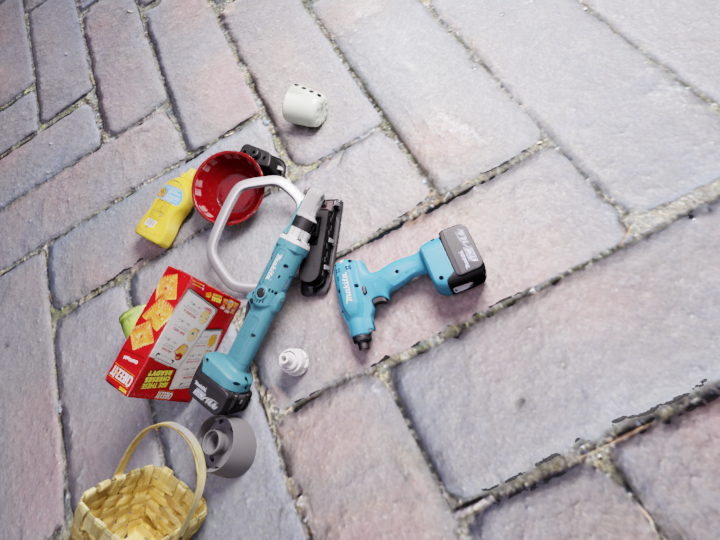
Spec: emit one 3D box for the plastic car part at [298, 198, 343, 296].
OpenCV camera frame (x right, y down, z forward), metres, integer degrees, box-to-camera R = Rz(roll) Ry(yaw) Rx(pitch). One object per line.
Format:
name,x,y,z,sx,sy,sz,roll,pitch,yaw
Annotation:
plastic car part,-0.079,-0.051,0.804,0.068,0.065,0.206,3,73,12

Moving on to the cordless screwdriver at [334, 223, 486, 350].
cordless screwdriver,0.081,0.030,0.707,0.254,0.071,0.164,-19,65,16

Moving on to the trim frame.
trim frame,-0.206,-0.073,0.846,0.188,0.027,0.249,22,86,11

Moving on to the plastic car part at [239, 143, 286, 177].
plastic car part,-0.221,-0.241,0.922,0.122,0.067,0.066,23,80,28

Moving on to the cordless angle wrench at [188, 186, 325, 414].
cordless angle wrench,-0.165,0.044,0.753,0.103,0.071,0.423,25,88,27
